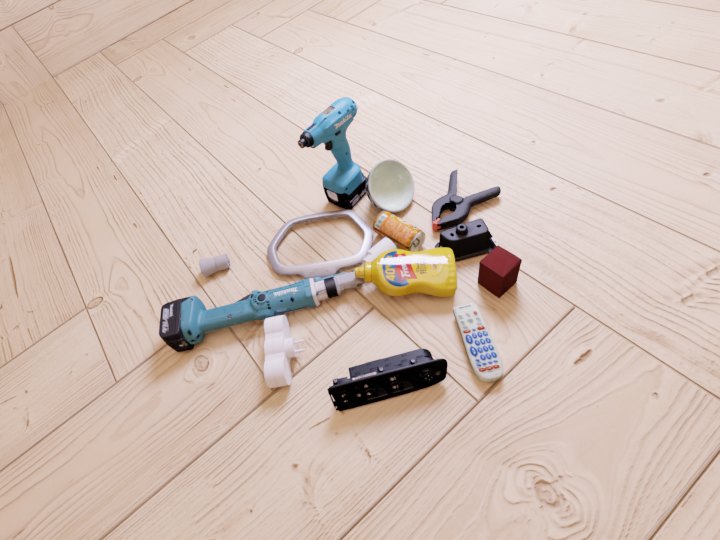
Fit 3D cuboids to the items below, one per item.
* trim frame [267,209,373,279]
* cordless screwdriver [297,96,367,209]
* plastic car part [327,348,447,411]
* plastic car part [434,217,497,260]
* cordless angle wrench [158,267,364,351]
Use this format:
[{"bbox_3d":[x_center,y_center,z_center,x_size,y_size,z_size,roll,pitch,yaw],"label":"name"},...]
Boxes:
[{"bbox_3d":[-0.094,-0.062,0.962,0.252,0.026,0.190,-8,52,8],"label":"trim frame"},{"bbox_3d":[-0.060,-0.242,0.947,0.078,0.238,0.158,29,60,29],"label":"cordless screwdriver"},{"bbox_3d":[0.047,0.182,0.725,0.205,0.064,0.069,-14,27,7],"label":"plastic car part"},{"bbox_3d":[0.210,-0.067,0.850,0.117,0.068,0.069,-15,51,0],"label":"plastic car part"},{"bbox_3d":[-0.198,0.069,0.872,0.425,0.071,0.102,-14,52,3],"label":"cordless angle wrench"}]
